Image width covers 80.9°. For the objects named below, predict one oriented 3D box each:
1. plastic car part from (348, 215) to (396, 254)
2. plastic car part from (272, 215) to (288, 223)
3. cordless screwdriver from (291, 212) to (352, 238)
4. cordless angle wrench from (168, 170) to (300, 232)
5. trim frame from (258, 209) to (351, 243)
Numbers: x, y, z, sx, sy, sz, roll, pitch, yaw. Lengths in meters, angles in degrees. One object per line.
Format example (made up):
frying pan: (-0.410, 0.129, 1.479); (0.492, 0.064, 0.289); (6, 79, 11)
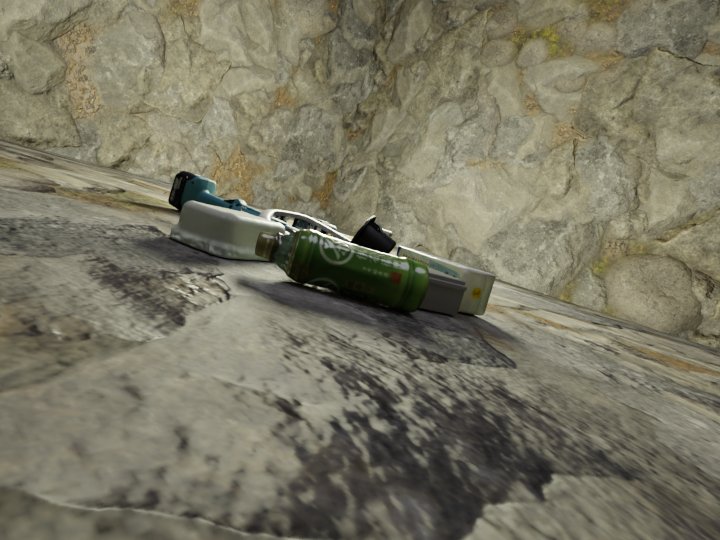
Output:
plastic car part: (0.009, -0.017, 0.635); (0.072, 0.117, 0.065); (41, 9, 7)
plastic car part: (-0.220, -0.116, 1.088); (0.065, 0.066, 0.211); (4, 10, -21)
cordless screwdriver: (-0.064, -0.075, 1.092); (0.167, 0.074, 0.237); (20, 3, 27)
cordless angle wrench: (-0.268, -0.122, 0.948); (0.445, 0.097, 0.071); (25, 8, 29)
trim frame: (-0.075, -0.049, 0.770); (0.255, 0.027, 0.180); (32, 21, 13)
